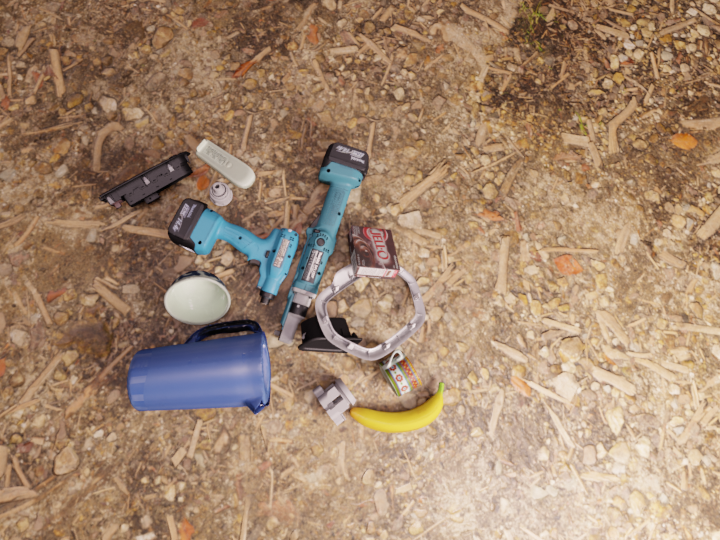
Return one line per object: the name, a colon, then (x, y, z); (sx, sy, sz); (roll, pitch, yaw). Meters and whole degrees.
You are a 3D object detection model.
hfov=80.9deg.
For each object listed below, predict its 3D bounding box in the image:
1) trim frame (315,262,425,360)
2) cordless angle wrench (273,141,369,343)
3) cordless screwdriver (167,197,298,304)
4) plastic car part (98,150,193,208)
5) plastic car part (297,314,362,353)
trim frame: (0.025, 0.066, 0.832); (0.243, 0.027, 0.190); (-31, 71, -30)
cordless angle wrench: (-0.085, -0.056, 0.874); (0.098, 0.074, 0.425); (18, 78, -2)
cordless screwdriver: (-0.262, -0.040, 0.855); (0.247, 0.074, 0.160); (19, 76, -4)
plastic car part: (-0.435, -0.184, 0.882); (0.201, 0.067, 0.067); (-38, 95, -11)
plastic car part: (-0.067, 0.118, 0.825); (0.112, 0.066, 0.074); (11, 49, -27)
